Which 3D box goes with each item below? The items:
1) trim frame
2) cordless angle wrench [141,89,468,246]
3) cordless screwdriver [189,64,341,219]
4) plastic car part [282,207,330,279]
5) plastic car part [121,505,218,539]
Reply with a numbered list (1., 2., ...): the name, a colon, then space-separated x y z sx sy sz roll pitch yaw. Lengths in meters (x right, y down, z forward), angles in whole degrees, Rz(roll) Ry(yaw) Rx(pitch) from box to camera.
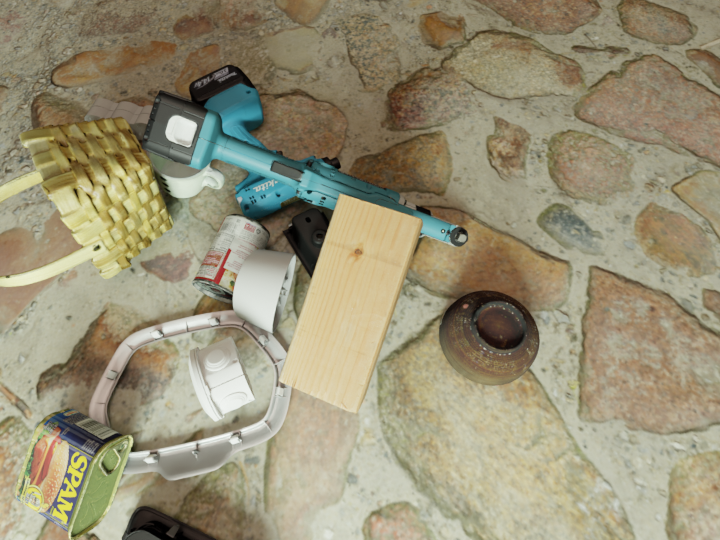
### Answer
1. trim frame: -0.204 0.143 0.507 0.247 0.027 0.190 -12 65 -3
2. cordless angle wrench: -0.056 -0.113 0.547 0.417 0.100 0.074 20 99 -7
3. cordless screwdriver: -0.151 -0.206 0.647 0.158 0.072 0.257 -27 70 -10
4. plastic car part: -0.055 -0.036 0.558 0.065 0.068 0.121 -27 64 -9
5. plastic car part: -0.157 0.305 0.409 0.209 0.065 0.066 20 74 15
